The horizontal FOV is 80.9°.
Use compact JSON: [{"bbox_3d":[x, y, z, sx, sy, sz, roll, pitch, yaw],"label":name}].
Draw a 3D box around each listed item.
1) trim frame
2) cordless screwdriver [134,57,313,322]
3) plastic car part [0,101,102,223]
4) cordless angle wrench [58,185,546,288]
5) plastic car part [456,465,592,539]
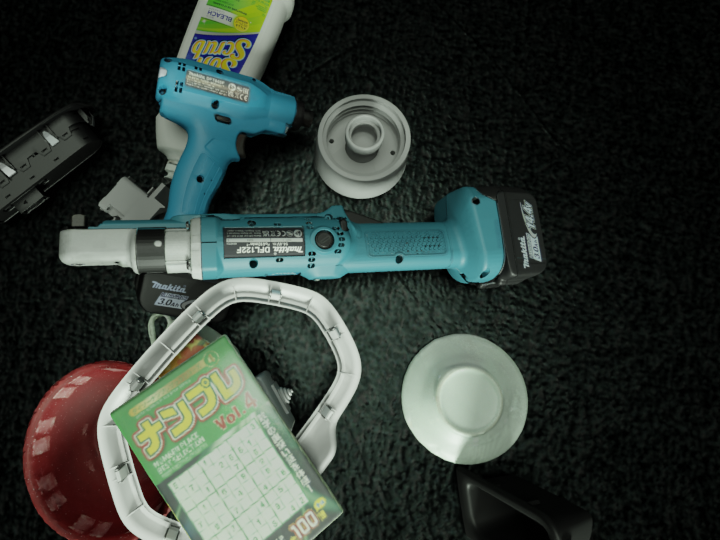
[{"bbox_3d":[-0.108,0.120,0.369,0.183,0.028,0.247,41,75,-2],"label":"trim frame"},{"bbox_3d":[-0.137,-0.076,0.431,0.153,0.077,0.249,8,88,-23],"label":"cordless screwdriver"},{"bbox_3d":[-0.370,-0.109,0.467,0.067,0.067,0.202,45,83,-5],"label":"plastic car part"},{"bbox_3d":[-0.038,-0.025,0.386,0.413,0.075,0.099,-2,80,-15],"label":"cordless angle wrench"},{"bbox_3d":[0.152,0.219,0.377,0.068,0.120,0.066,-4,84,-27],"label":"plastic car part"}]
